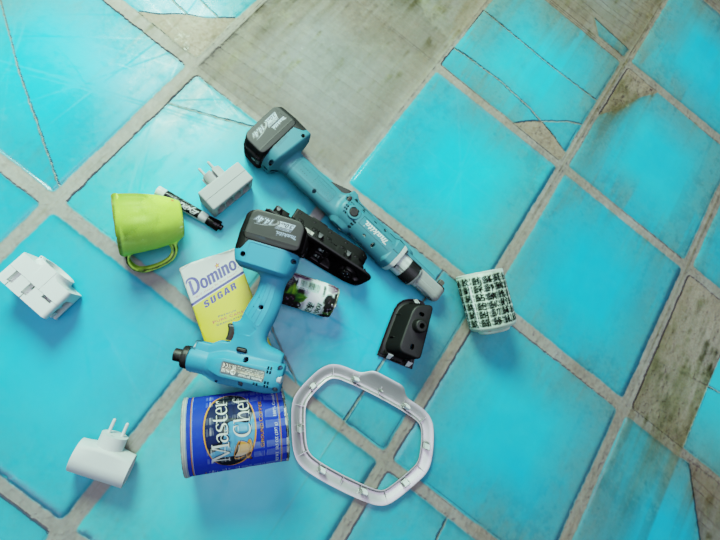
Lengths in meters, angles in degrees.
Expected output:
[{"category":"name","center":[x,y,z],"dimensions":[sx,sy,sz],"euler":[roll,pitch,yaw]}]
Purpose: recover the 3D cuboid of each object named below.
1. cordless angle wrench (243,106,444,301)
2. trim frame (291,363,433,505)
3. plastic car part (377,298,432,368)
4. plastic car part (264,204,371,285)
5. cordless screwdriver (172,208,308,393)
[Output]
[{"category":"cordless angle wrench","center":[-0.018,-0.096,0.721],"dimensions":[0.421,0.075,0.097],"euler":[43,74,-3]},{"category":"trim frame","center":[0.005,0.256,0.672],"dimensions":[0.247,0.027,0.184],"euler":[29,73,-3]},{"category":"plastic car part","center":[0.084,0.099,0.698],"dimensions":[0.065,0.072,0.117],"euler":[23,78,-11]},{"category":"plastic car part","center":[-0.069,-0.045,0.706],"dimensions":[0.202,0.066,0.067],"euler":[36,48,-2]},{"category":"cordless screwdriver","center":[-0.167,0.038,0.610],"dimensions":[0.160,0.073,0.250],"euler":[11,81,2]}]
